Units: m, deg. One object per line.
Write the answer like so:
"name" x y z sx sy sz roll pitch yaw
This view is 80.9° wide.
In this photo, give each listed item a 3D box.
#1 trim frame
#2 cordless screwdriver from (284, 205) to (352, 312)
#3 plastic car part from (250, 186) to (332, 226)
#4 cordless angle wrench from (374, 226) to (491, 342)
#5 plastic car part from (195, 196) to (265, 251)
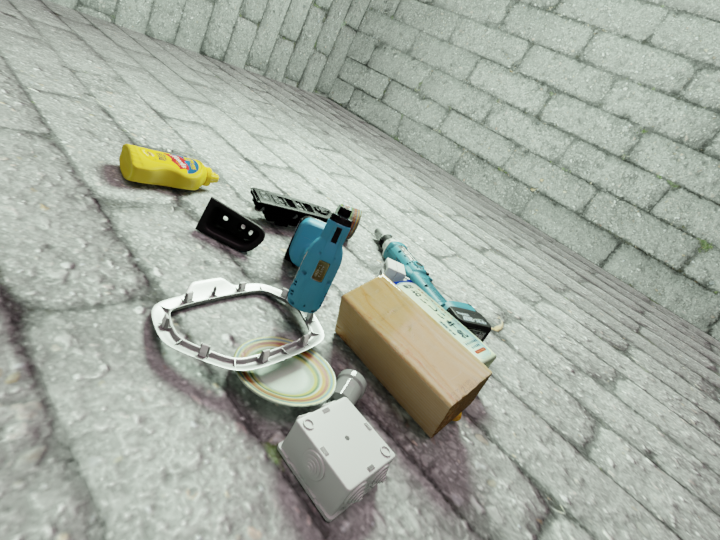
"trim frame" -0.156 0.062 0.574 0.194 0.027 0.238 29 24 30
"cordless screwdriver" -0.068 -0.045 0.698 0.073 0.159 0.255 23 11 -14
"plastic car part" -0.147 -0.124 0.924 0.194 0.066 0.070 5 25 -33
"cordless angle wrench" 0.119 0.010 0.934 0.094 0.074 0.444 14 25 -30
"plastic car part" -0.230 -0.081 0.778 0.115 0.066 0.072 29 9 -6
